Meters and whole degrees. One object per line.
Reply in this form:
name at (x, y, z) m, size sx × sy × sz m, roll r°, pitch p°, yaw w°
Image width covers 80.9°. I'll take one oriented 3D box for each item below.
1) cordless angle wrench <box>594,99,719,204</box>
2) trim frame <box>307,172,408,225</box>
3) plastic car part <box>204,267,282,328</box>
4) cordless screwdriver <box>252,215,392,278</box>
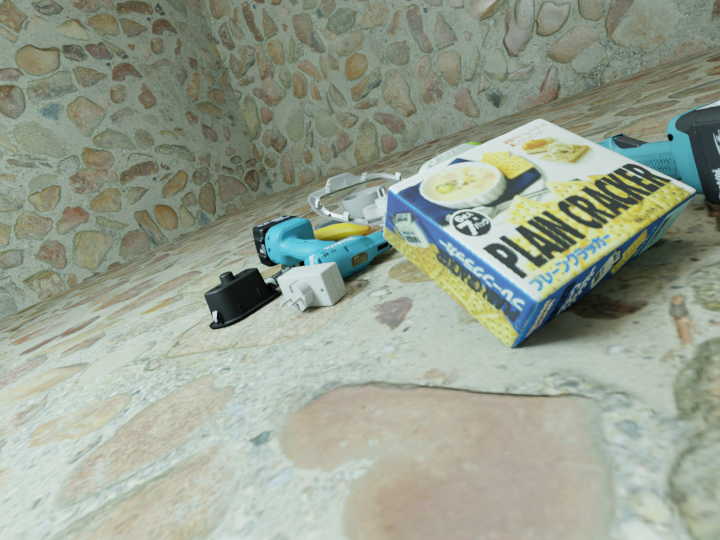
cordless angle wrench at (0.343, -0.149, 0.576) m, size 0.074 × 0.096 × 0.430 m, roll -21°, pitch 12°, yaw -2°
trim frame at (0.018, -0.143, 0.799) m, size 0.242 × 0.027 × 0.195 m, roll -26°, pitch 43°, yaw -32°
plastic car part at (-0.191, 0.033, 0.657) m, size 0.069 × 0.070 × 0.113 m, roll -8°, pitch 17°, yaw 45°
cordless screwdriver at (-0.071, -0.046, 0.724) m, size 0.155 × 0.072 × 0.262 m, roll -25°, pitch 25°, yaw -31°
